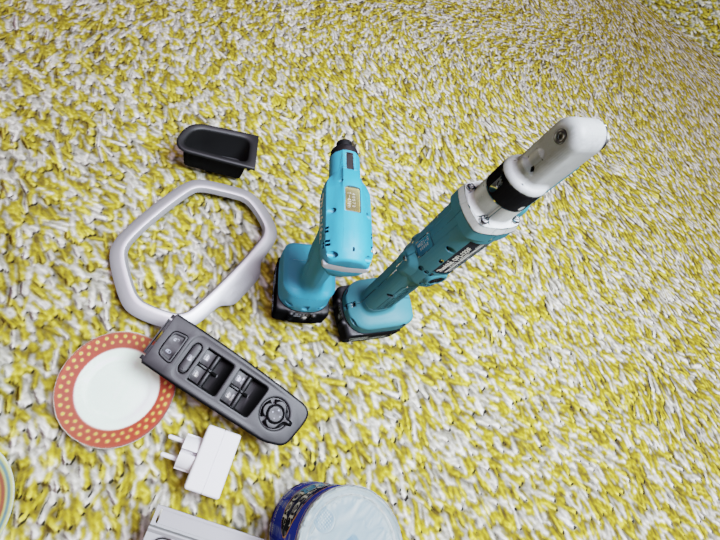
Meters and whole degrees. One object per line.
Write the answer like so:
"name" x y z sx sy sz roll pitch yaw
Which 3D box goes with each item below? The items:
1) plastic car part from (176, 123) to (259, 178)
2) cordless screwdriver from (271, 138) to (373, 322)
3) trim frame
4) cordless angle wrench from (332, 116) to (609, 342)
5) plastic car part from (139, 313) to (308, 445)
"plastic car part" -0.222 -0.178 0.655 0.114 0.071 0.068 8 62 -15
"cordless screwdriver" -0.052 -0.034 0.530 0.072 0.249 0.163 9 63 -19
"trim frame" -0.230 -0.031 0.600 0.185 0.027 0.247 36 58 3
"cordless angle wrench" 0.075 -0.013 0.457 0.095 0.424 0.076 -2 68 -23
"plastic car part" -0.161 0.140 0.510 0.203 0.067 0.066 33 58 0
